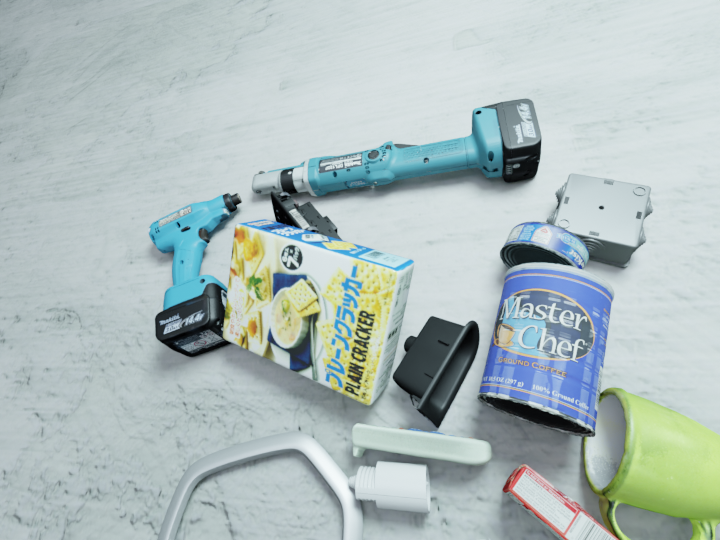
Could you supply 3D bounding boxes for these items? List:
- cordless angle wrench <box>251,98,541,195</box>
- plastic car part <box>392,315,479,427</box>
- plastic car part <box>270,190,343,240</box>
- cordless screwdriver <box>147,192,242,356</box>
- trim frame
[{"bbox_3d":[0.027,-0.157,0.628,0.435,0.071,0.100,-6,62,19],"label":"cordless angle wrench"},{"bbox_3d":[0.080,0.103,0.481,0.075,0.062,0.116,16,66,39],"label":"plastic car part"},{"bbox_3d":[-0.059,-0.039,0.602,0.065,0.064,0.213,-20,54,-23],"label":"plastic car part"},{"bbox_3d":[-0.235,-0.009,0.637,0.160,0.071,0.260,-26,55,4],"label":"cordless screwdriver"},{"bbox_3d":[-0.116,0.288,0.465,0.250,0.026,0.191,-20,58,6],"label":"trim frame"}]
